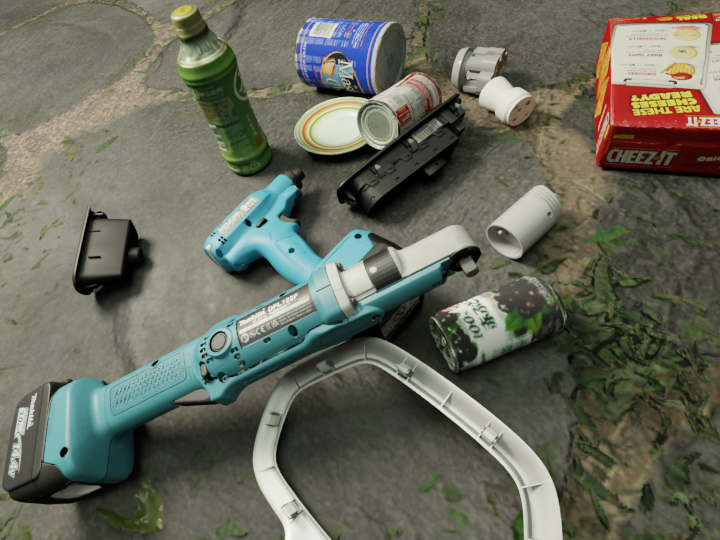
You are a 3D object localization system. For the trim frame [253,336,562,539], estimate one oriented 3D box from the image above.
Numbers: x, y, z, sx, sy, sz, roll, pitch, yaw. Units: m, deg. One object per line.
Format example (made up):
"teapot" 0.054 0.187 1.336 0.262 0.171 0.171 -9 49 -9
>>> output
"trim frame" 0.019 0.163 0.316 0.261 0.026 0.184 34 87 29

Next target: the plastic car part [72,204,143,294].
"plastic car part" -0.318 -0.023 0.546 0.070 0.064 0.121 -8 56 -11

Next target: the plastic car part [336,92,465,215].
"plastic car part" 0.058 -0.133 0.524 0.201 0.066 0.068 -35 81 -13

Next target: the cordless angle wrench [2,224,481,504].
"cordless angle wrench" -0.104 0.070 0.353 0.427 0.070 0.102 -27 54 10

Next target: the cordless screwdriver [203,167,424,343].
"cordless screwdriver" -0.046 -0.030 0.466 0.262 0.071 0.158 26 67 32
